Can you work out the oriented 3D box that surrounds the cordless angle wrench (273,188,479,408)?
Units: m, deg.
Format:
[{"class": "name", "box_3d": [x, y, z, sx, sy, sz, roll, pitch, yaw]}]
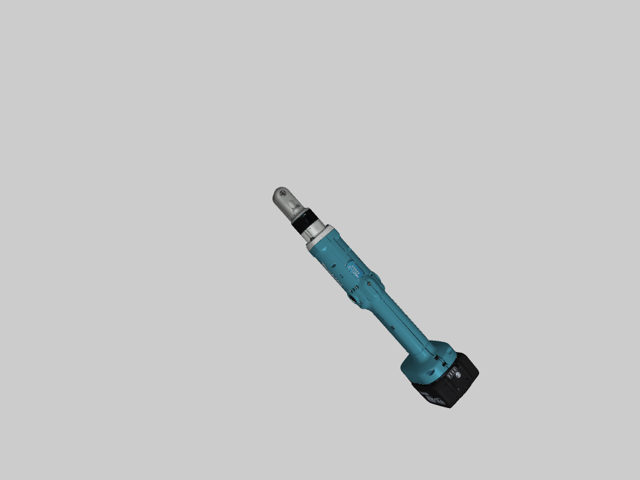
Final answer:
[{"class": "cordless angle wrench", "box_3d": [0.070, 0.077, 0.672, 0.074, 0.423, 0.098, -41, -2, -19]}]
